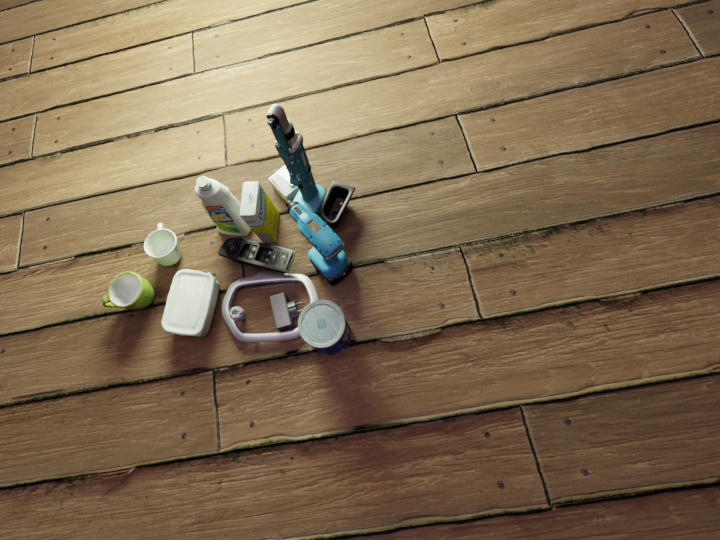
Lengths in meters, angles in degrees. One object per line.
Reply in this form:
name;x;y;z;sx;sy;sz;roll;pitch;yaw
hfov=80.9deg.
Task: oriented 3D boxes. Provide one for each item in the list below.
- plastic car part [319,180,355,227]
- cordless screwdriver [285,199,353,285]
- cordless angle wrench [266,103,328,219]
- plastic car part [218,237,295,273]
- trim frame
plastic car part;-0.063;-0.163;1.103;0.068;0.069;0.117;20;74;13
cordless screwdriver;-0.096;-0.063;0.979;0.074;0.241;0.165;-41;72;-9
cordless angle wrench;-0.141;-0.232;0.958;0.076;0.410;0.098;22;75;11
plastic car part;-0.266;-0.038;1.092;0.208;0.065;0.067;14;73;13
trim frame;-0.227;0.087;1.060;0.251;0.026;0.188;-7;69;7
